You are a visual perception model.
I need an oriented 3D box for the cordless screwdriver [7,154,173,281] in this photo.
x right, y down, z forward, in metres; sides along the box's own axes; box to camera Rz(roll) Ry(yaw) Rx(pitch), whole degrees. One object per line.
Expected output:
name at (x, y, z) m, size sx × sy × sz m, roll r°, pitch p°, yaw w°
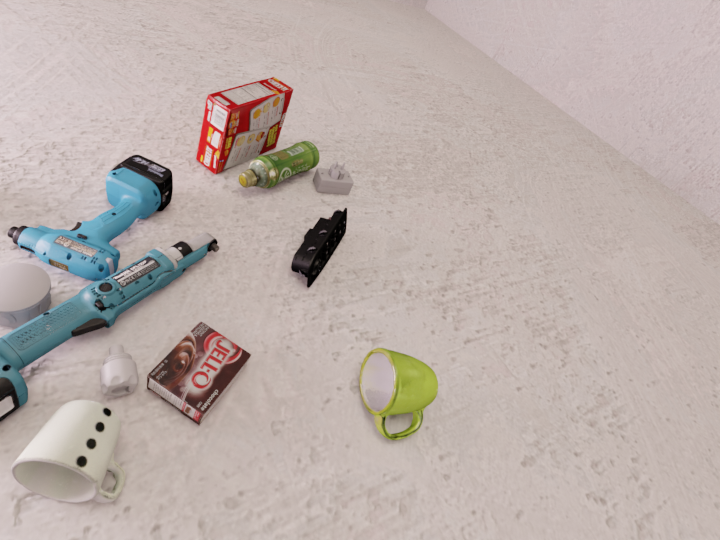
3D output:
cordless screwdriver at (-0.430, -0.099, 0.702) m, size 0.158 × 0.074 × 0.253 m, roll 20°, pitch 46°, yaw -5°

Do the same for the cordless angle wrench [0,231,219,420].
cordless angle wrench at (-0.357, 0.043, 0.592) m, size 0.100 × 0.074 × 0.417 m, roll 33°, pitch 40°, yaw 8°

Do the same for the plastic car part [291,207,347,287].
plastic car part at (-0.080, -0.052, 0.817) m, size 0.068 × 0.065 × 0.205 m, roll 17°, pitch 42°, yaw 4°
